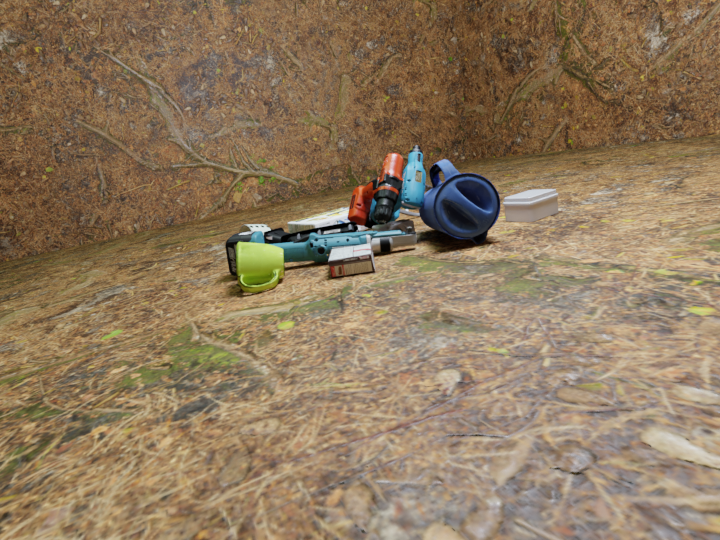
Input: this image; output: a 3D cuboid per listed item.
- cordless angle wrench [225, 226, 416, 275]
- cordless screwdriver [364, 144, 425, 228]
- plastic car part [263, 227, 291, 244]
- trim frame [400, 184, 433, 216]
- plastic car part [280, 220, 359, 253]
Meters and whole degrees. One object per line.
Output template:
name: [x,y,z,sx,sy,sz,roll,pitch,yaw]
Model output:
cordless angle wrench: [-0.088,-0.052,0.955,0.428,0.096,0.075,-4,13,7]
cordless screwdriver: [0.090,-0.201,1.085,0.072,0.161,0.252,13,-18,-18]
plastic car part: [-0.221,-0.085,1.216,0.074,0.065,0.113,13,19,23]
trim frame: [0.140,-0.207,1.230,0.237,0.028,0.188,10,-22,-30]
plastic car part: [-0.105,-0.069,1.072,0.207,0.063,0.068,-6,40,14]
